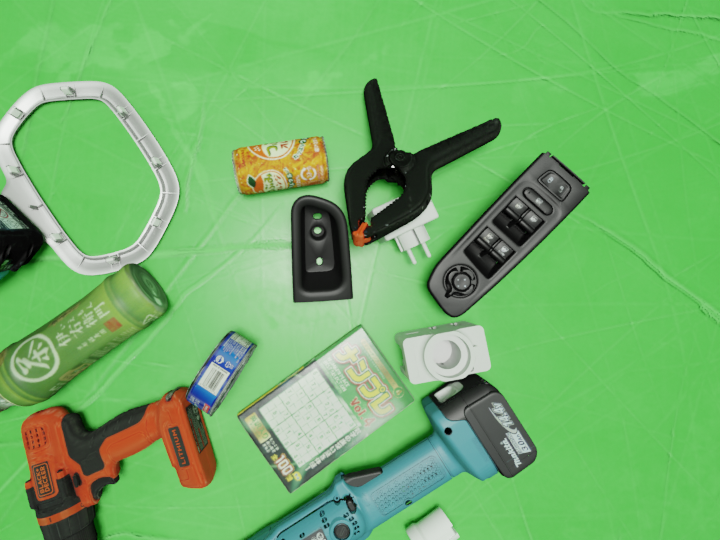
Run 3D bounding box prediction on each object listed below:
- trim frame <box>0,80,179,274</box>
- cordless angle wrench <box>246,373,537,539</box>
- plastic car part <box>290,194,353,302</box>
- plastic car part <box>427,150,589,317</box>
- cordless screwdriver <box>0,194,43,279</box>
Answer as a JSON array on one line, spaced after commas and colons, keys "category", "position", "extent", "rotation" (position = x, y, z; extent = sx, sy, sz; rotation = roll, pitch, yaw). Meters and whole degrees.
[{"category": "trim frame", "position": [-0.326, -0.113, 0.498], "extent": [0.184, 0.027, 0.249], "rotation": [-34, 89, -2]}, {"category": "cordless angle wrench", "position": [-0.021, 0.263, 0.457], "extent": [0.422, 0.074, 0.098], "rotation": [-32, 89, -1]}, {"category": "plastic car part", "position": [-0.046, -0.030, 0.474], "extent": [0.066, 0.072, 0.115], "rotation": [-4, 103, -5]}, {"category": "plastic car part", "position": [0.151, -0.038, 0.479], "extent": [0.065, 0.068, 0.203], "rotation": [43, 90, -8]}, {"category": "cordless screwdriver", "position": [-0.481, 0.015, 0.455], "extent": [0.160, 0.074, 0.249], "rotation": [40, 95, 1]}]
